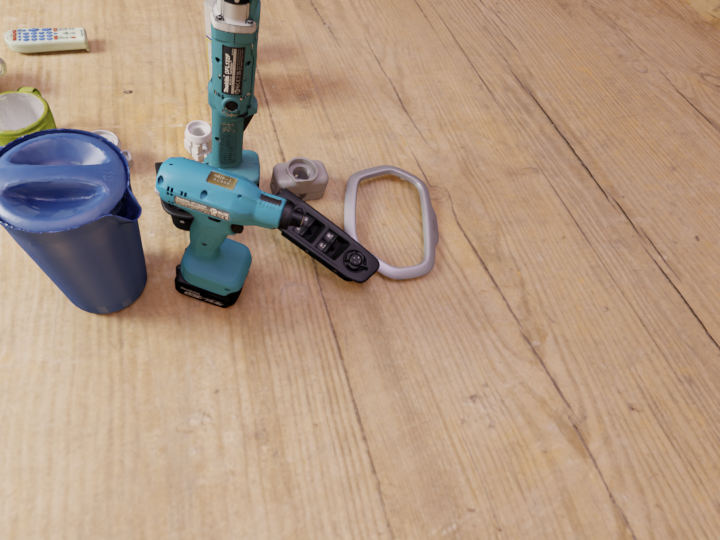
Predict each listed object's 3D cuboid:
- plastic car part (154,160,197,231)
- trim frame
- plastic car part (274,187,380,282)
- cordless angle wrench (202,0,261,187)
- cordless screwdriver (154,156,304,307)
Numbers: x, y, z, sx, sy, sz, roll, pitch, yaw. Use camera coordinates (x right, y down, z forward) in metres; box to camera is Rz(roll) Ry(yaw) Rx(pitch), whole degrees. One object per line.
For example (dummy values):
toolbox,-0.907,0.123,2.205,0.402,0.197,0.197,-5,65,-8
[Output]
plastic car part,-0.283,-0.109,0.668,0.064,0.070,0.121,-8,62,-21
trim frame,0.059,-0.094,0.767,0.181,0.027,0.255,7,58,-10
plastic car part,-0.067,-0.044,0.682,0.206,0.066,0.066,34,57,8
cordless angle wrench,-0.170,-0.236,0.565,0.095,0.420,0.077,1,61,-18
cordless screwdriver,-0.167,-0.032,0.543,0.158,0.247,0.075,19,57,-6
